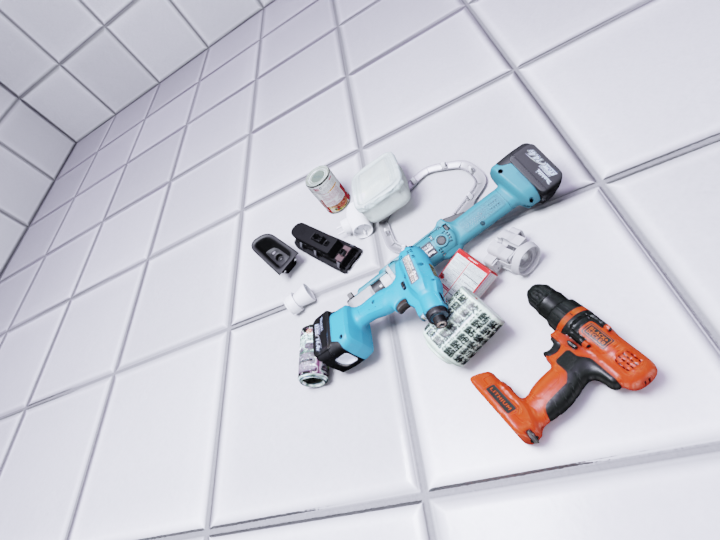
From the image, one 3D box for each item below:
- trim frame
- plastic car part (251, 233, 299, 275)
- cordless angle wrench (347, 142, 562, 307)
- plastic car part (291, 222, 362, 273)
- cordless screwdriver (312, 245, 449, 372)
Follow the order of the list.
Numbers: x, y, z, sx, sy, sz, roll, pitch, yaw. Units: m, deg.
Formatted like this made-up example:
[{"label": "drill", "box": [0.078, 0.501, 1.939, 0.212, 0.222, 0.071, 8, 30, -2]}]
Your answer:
[{"label": "trim frame", "box": [0.141, -0.135, 0.863, 0.248, 0.026, 0.195, -48, 45, -7]}, {"label": "plastic car part", "box": [-0.195, -0.035, 0.994, 0.123, 0.067, 0.066, 36, 81, 30]}, {"label": "cordless angle wrench", "box": [0.148, -0.053, 0.760, 0.426, 0.071, 0.101, -38, 72, 12]}, {"label": "plastic car part", "box": [-0.093, -0.061, 0.953, 0.215, 0.063, 0.066, 26, 82, 46]}, {"label": "cordless screwdriver", "box": [0.030, 0.084, 0.697, 0.251, 0.071, 0.166, -41, 36, 22]}]
